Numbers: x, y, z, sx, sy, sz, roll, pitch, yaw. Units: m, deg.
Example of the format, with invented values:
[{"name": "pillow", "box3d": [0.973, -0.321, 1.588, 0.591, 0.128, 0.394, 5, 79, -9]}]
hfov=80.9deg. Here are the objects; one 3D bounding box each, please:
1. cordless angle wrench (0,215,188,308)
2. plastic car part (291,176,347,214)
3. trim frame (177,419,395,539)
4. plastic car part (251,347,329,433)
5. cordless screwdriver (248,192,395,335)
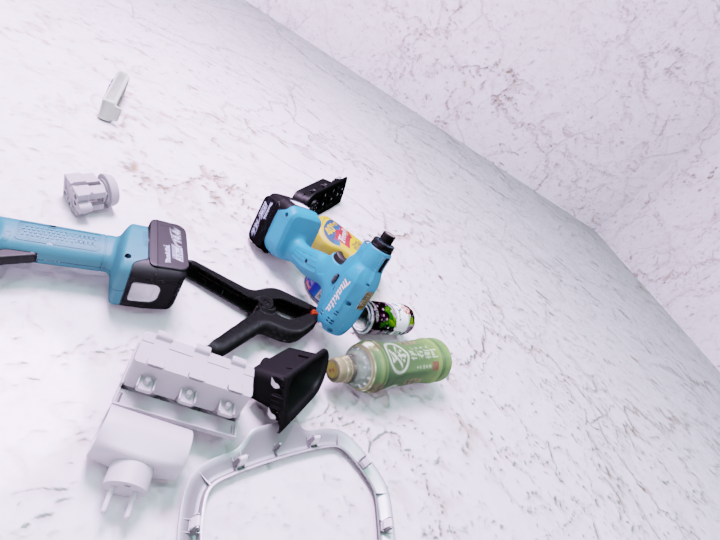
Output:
[{"name": "cordless angle wrench", "box3d": [-0.394, -0.034, 0.423, 0.403, 0.074, 0.103, 11, 39, -32]}, {"name": "plastic car part", "box3d": [-0.092, -0.163, 0.913, 0.068, 0.066, 0.201, 29, 30, 4]}, {"name": "trim frame", "box3d": [-0.057, 0.241, 0.415, 0.236, 0.027, 0.193, 3, 43, -41]}, {"name": "plastic car part", "box3d": [-0.091, 0.126, 0.506, 0.073, 0.065, 0.114, 12, 13, 16]}, {"name": "cordless screwdriver", "box3d": [-0.062, -0.041, 0.639, 0.070, 0.159, 0.263, 14, 24, -49]}]
